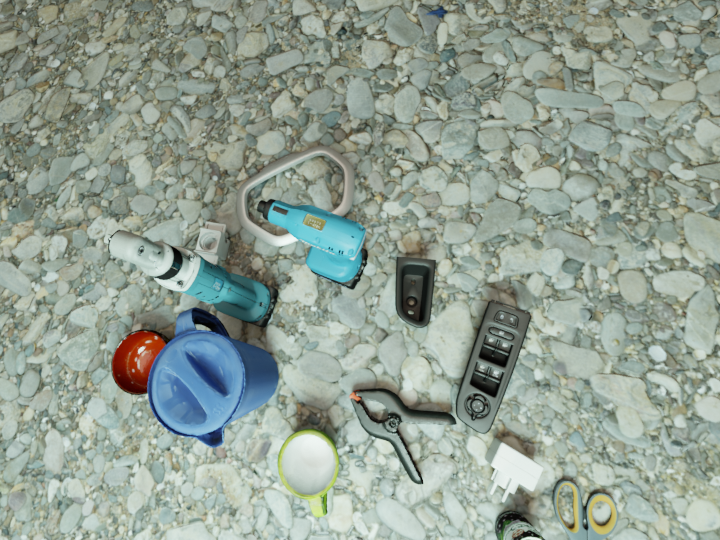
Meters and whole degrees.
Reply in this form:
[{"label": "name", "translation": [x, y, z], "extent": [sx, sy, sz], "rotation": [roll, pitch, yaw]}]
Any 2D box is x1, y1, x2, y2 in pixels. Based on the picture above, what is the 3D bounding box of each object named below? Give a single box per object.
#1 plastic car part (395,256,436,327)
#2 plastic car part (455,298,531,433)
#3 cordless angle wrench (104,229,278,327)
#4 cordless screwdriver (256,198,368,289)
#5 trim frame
[{"label": "plastic car part", "translation": [0.091, 0.042, 0.728], "extent": [0.067, 0.069, 0.118], "rotation": [4, 76, 7]}, {"label": "plastic car part", "translation": [0.206, 0.154, 0.683], "extent": [0.068, 0.065, 0.204], "rotation": [20, 79, 10]}, {"label": "cordless angle wrench", "translation": [-0.213, 0.018, 0.601], "extent": [0.100, 0.413, 0.075], "rotation": [18, 79, 7]}, {"label": "cordless screwdriver", "translation": [-0.067, -0.044, 0.685], "extent": [0.163, 0.242, 0.074], "rotation": [22, 80, 9]}, {"label": "trim frame", "translation": [-0.128, -0.151, 0.836], "extent": [0.248, 0.027, 0.189], "rotation": [-28, 73, 0]}]
